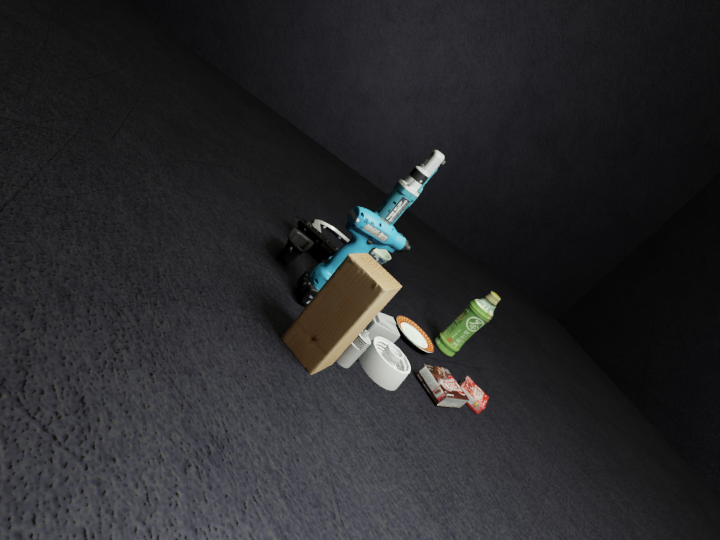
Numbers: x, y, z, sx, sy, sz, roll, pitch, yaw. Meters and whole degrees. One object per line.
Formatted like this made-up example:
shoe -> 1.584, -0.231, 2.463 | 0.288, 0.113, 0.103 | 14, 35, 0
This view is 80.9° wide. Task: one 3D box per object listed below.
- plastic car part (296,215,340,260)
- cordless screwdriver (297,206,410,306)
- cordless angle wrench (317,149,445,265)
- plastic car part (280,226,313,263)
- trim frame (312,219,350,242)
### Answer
plastic car part -> -0.117, -0.076, 1.193 | 0.211, 0.067, 0.063 | 46, 19, 23
cordless screwdriver -> -0.017, -0.009, 0.923 | 0.152, 0.249, 0.077 | 30, 21, -28
cordless angle wrench -> 0.048, -0.115, 1.020 | 0.093, 0.424, 0.078 | 29, 22, -32
plastic car part -> -0.166, -0.051, 1.032 | 0.065, 0.071, 0.117 | 37, 18, -7
trim frame -> -0.085, -0.095, 1.364 | 0.178, 0.027, 0.256 | 31, 19, -20
